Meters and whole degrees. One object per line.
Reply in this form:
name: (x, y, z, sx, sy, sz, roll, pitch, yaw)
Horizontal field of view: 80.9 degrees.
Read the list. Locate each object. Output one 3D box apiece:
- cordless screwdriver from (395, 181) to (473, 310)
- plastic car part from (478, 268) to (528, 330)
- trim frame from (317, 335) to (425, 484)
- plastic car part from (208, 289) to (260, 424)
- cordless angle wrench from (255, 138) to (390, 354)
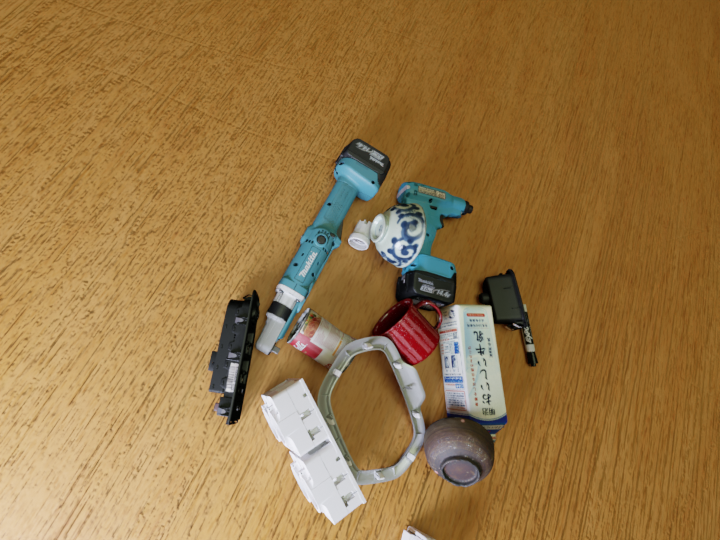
cordless screwdriver: (0.148, -0.049, 0.819, 0.155, 0.075, 0.253, 11, 66, -14)
plastic car part: (0.272, 0.060, 0.830, 0.070, 0.065, 0.119, -8, 72, -6)
trim frame: (0.027, 0.227, 0.679, 0.180, 0.028, 0.245, -26, 99, -27)
plastic car part: (-0.199, 0.130, 0.669, 0.068, 0.064, 0.205, 7, 71, 10)
cordless angle wrench: (-0.074, -0.048, 0.757, 0.097, 0.075, 0.424, 29, 69, -7)
